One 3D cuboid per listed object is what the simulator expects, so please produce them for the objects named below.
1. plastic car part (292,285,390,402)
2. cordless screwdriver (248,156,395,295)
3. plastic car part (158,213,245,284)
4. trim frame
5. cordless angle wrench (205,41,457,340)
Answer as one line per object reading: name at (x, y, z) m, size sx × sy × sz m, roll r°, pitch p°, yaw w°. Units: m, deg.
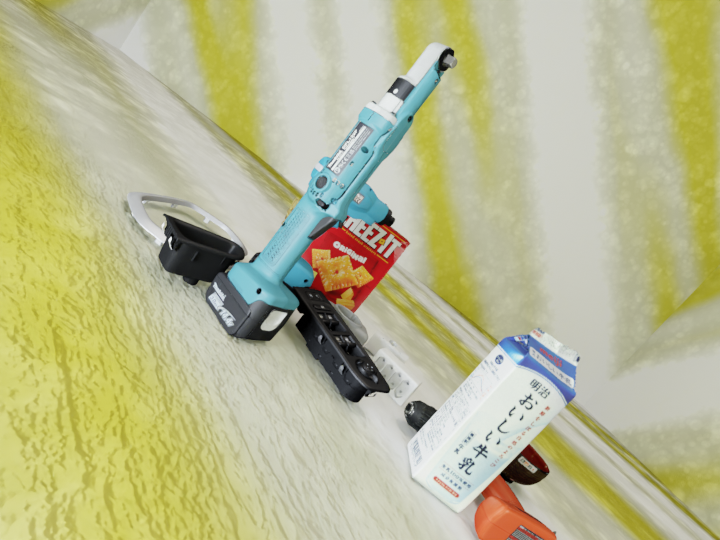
plastic car part at (-0.041, 0.108, 0.610) m, size 0.214 × 0.067 × 0.063 m, roll 44°, pitch 10°, yaw 36°
cordless screwdriver at (-0.068, -0.045, 0.696) m, size 0.153 × 0.249 × 0.077 m, roll 35°, pitch 10°, yaw -20°
plastic car part at (-0.213, -0.015, 0.552) m, size 0.110 × 0.071 × 0.070 m, roll 28°, pitch 13°, yaw -47°
trim frame at (-0.280, -0.068, 0.705) m, size 0.188 × 0.027 × 0.243 m, roll 39°, pitch 9°, yaw 9°
cordless angle wrench at (-0.034, -0.097, 0.524) m, size 0.103 × 0.423 × 0.070 m, roll 44°, pitch 11°, yaw 32°
